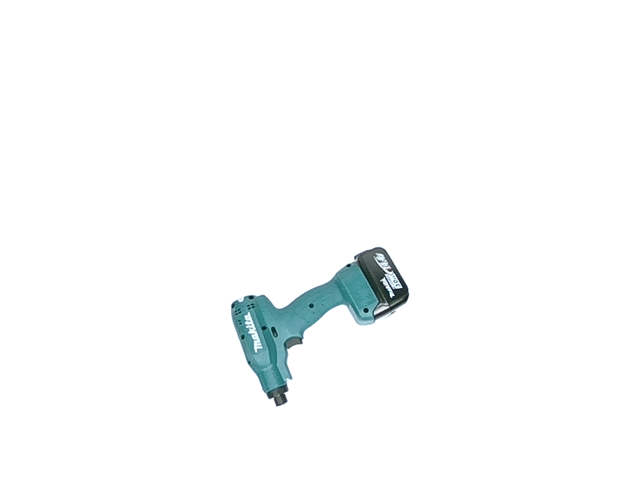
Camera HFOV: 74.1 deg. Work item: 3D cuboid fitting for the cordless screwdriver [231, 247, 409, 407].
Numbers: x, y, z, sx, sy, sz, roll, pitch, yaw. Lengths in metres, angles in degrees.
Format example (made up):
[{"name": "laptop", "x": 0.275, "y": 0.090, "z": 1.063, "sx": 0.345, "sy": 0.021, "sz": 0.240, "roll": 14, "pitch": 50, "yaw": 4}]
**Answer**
[{"name": "cordless screwdriver", "x": 0.009, "y": 0.120, "z": 0.612, "sx": 0.248, "sy": 0.159, "sz": 0.074, "roll": -22, "pitch": -17, "yaw": -4}]
